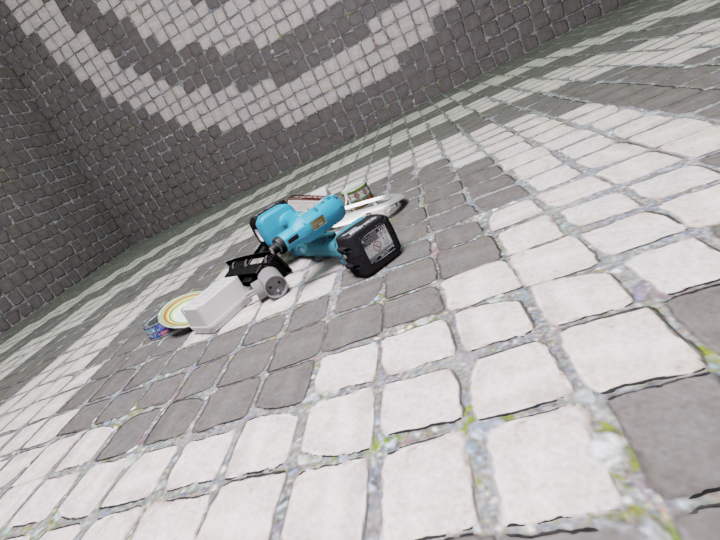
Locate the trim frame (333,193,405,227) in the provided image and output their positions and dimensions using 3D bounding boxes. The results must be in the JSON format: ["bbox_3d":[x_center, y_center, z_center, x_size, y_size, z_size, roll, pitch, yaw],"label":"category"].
[{"bbox_3d":[-0.016,-0.134,0.972,0.255,0.027,0.183,-12,15,18],"label":"trim frame"}]

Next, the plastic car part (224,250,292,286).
[{"bbox_3d":[-0.238,0.005,0.927,0.212,0.063,0.067,-1,57,48],"label":"plastic car part"}]

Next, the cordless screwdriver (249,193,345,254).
[{"bbox_3d":[-0.152,-0.083,0.837,0.157,0.072,0.260,-38,22,-25],"label":"cordless screwdriver"}]

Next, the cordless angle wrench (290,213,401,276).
[{"bbox_3d":[-0.084,-0.055,0.861,0.096,0.072,0.441,-35,20,-23],"label":"cordless angle wrench"}]
